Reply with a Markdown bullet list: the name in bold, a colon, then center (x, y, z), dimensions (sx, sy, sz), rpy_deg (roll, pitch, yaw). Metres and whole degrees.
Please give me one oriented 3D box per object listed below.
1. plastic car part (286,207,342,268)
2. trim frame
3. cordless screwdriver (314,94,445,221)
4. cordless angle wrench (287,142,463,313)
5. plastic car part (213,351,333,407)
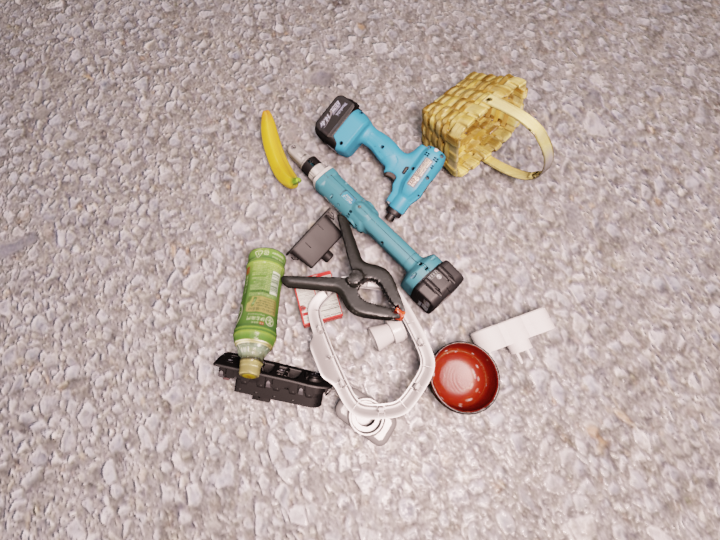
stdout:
- **plastic car part**: center (-0.077, -0.051, 0.792), dimensions (0.071, 0.066, 0.116), rpy_deg (39, 79, -4)
- **trim frame**: center (0.011, 0.116, 0.697), dimensions (0.183, 0.027, 0.258), rpy_deg (-22, 65, -6)
- **cordless screwdriver**: center (0.020, -0.220, 0.831), dimensions (0.255, 0.072, 0.159), rpy_deg (36, 97, 12)
- **cordless angle wrench**: center (0.002, -0.102, 0.790), dimensions (0.074, 0.095, 0.437), rpy_deg (-41, 72, -9)
- **plastic car part**: center (-0.143, 0.187, 0.707), dimensions (0.205, 0.065, 0.067), rpy_deg (7, 87, 4)
